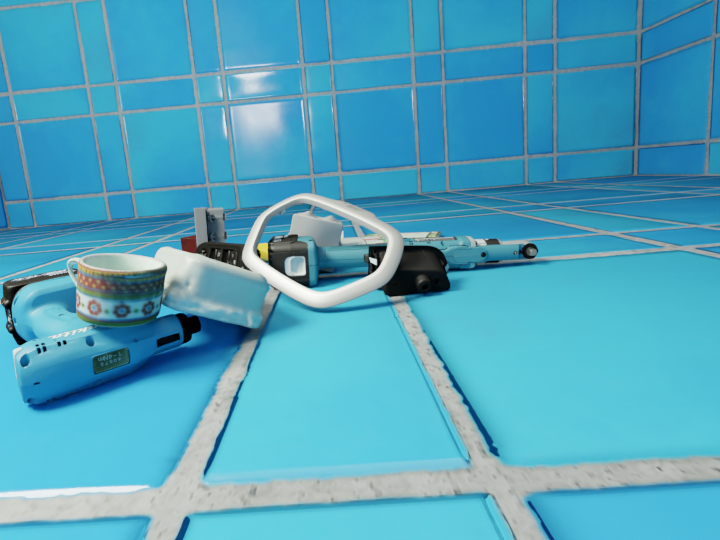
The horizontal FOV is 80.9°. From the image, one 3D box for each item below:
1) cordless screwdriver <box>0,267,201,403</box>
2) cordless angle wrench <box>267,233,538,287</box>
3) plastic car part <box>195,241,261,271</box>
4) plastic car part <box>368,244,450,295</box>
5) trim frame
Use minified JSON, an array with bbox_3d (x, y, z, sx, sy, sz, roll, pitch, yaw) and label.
[{"bbox_3d":[-0.299,0.054,0.470,0.153,0.073,0.263,-15,20,-41],"label":"cordless screwdriver"},{"bbox_3d":[0.067,-0.025,0.681,0.423,0.073,0.099,-3,12,0],"label":"cordless angle wrench"},{"bbox_3d":[-0.242,-0.019,0.782,0.213,0.066,0.064,6,5,40],"label":"plastic car part"},{"bbox_3d":[0.072,0.006,0.580,0.117,0.064,0.073,-2,26,0],"label":"plastic car part"},{"bbox_3d":[-0.059,-0.038,0.600,0.262,0.026,0.183,25,62,34],"label":"trim frame"}]
